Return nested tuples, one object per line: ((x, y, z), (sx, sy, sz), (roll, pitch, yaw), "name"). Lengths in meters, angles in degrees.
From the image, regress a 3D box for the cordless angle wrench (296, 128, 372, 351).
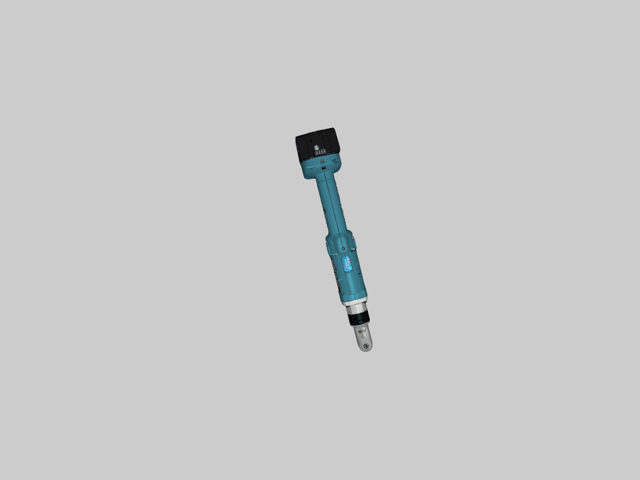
((0.039, 0.009, 0.803), (0.074, 0.423, 0.098), (-14, 4, -2), "cordless angle wrench")
